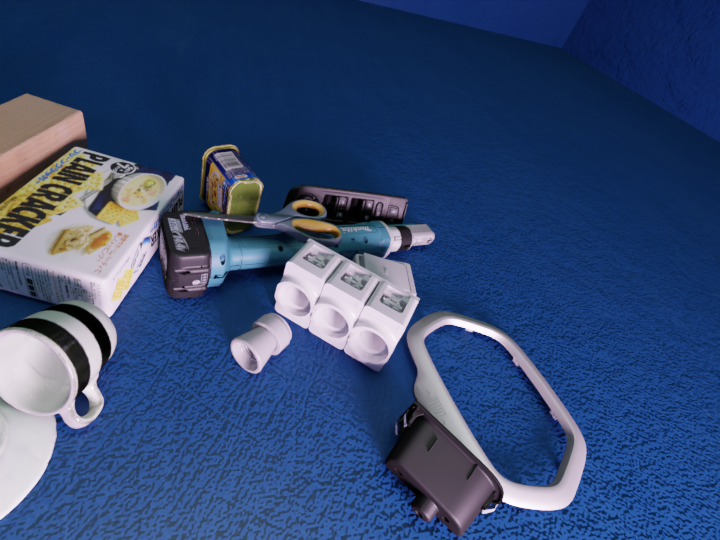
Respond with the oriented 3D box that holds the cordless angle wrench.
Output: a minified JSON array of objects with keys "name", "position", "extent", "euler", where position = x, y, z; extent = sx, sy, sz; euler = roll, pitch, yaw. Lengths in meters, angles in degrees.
[{"name":"cordless angle wrench","position":[-0.059,-0.039,0.604],"extent":[0.407,0.073,0.103],"euler":[-6,47,-29]}]

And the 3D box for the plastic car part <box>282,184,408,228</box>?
[{"name":"plastic car part","position":[-0.029,-0.110,0.696],"extent":[0.197,0.065,0.070],"euler":[3,34,-17]}]

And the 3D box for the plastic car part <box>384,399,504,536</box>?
[{"name":"plastic car part","position":[0.071,0.196,0.402],"extent":[0.070,0.064,0.121],"euler":[-36,67,-28]}]

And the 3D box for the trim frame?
[{"name":"trim frame","position":[0.154,0.148,0.504],"extent":[0.178,0.027,0.261],"euler":[-5,47,-25]}]
